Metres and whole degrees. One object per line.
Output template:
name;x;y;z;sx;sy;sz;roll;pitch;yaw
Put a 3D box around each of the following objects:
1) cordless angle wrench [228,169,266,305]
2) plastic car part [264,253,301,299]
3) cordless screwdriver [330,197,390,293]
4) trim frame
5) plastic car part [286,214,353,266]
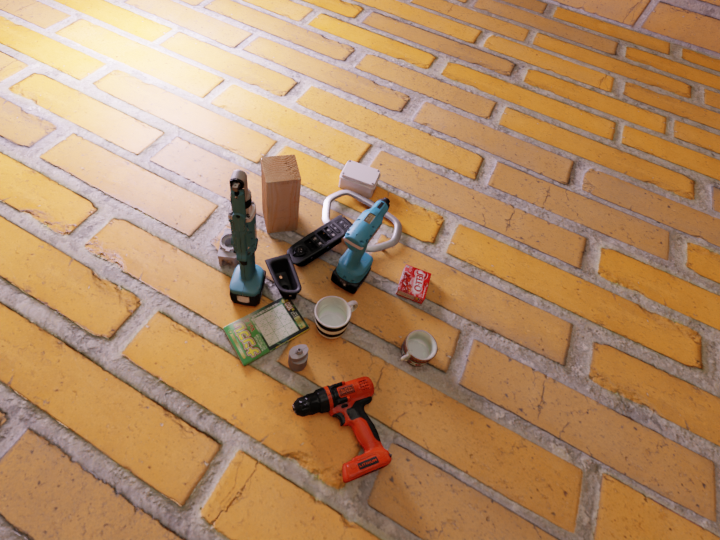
cordless angle wrench;-0.247;-0.059;0.899;0.074;0.415;0.100;10;56;-5
plastic car part;-0.190;0.027;1.056;0.064;0.069;0.121;-16;60;-19
cordless screwdriver;0.005;-0.059;1.031;0.076;0.244;0.158;31;57;9
trim frame;0.002;-0.145;1.220;0.256;0.027;0.183;31;58;14
plastic car part;-0.111;-0.073;1.135;0.199;0.066;0.069;-33;67;-25
